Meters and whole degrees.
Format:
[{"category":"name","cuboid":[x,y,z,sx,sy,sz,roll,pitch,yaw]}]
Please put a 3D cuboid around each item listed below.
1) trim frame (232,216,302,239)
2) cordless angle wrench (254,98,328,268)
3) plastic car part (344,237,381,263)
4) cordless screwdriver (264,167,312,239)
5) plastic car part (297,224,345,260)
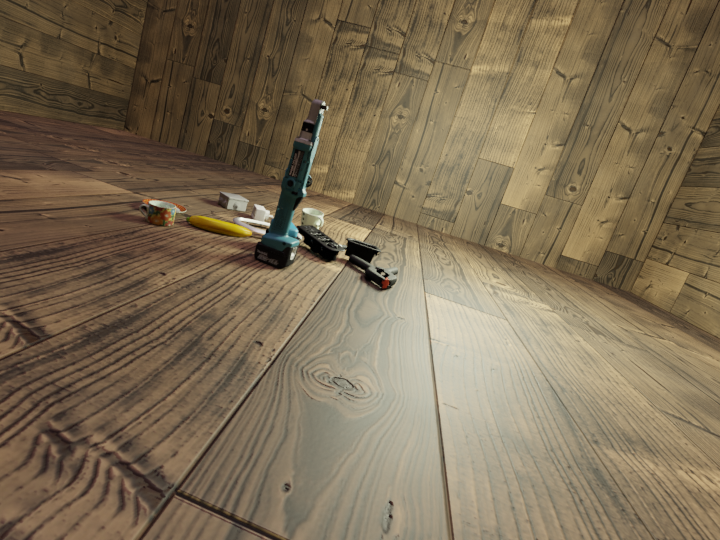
[{"category":"trim frame","cuboid":[-0.306,-0.136,1.406,0.236,0.027,0.195,7,17,-36]},{"category":"cordless angle wrench","cuboid":[-0.165,-0.216,1.062,0.101,0.420,0.073,21,12,13]},{"category":"plastic car part","cuboid":[-0.003,-0.058,1.371,0.114,0.070,0.068,15,13,-11]},{"category":"cordless screwdriver","cuboid":[-0.197,-0.165,1.187,0.071,0.247,0.167,12,14,-27]},{"category":"plastic car part","cuboid":[-0.130,-0.085,1.334,0.063,0.066,0.215,6,18,-42]}]
